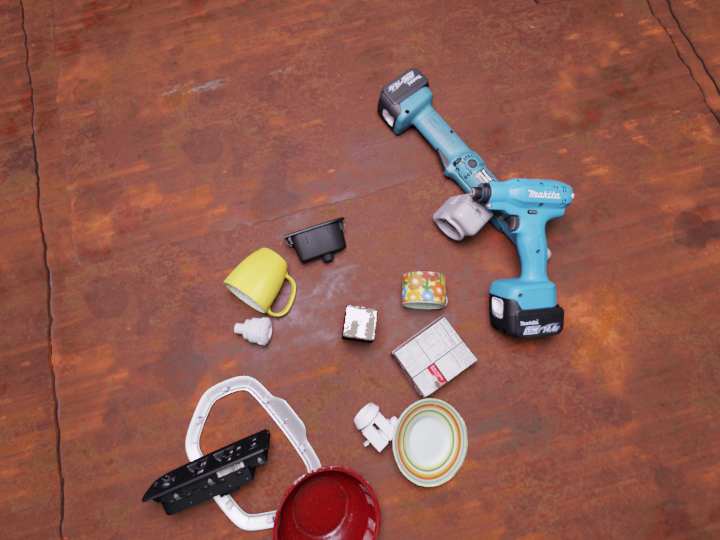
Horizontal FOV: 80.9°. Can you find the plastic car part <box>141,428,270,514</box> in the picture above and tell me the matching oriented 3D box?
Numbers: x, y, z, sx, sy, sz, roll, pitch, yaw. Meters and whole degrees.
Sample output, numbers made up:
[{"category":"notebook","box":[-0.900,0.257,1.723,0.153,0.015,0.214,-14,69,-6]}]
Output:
[{"category":"plastic car part","box":[-0.230,0.317,0.653,0.202,0.068,0.066,-19,103,-3]}]

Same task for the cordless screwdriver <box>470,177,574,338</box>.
[{"category":"cordless screwdriver","box":[0.247,-0.022,0.676,0.157,0.076,0.247,1,94,-10]}]

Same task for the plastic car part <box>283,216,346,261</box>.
[{"category":"plastic car part","box":[-0.075,-0.049,0.763,0.116,0.066,0.071,-15,92,-5]}]

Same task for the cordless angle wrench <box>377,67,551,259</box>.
[{"category":"cordless angle wrench","box":[0.194,-0.185,0.775,0.097,0.073,0.432,-36,79,-7]}]

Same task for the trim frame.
[{"category":"trim frame","box":[-0.177,0.295,0.692,0.183,0.027,0.255,-40,75,-8]}]
